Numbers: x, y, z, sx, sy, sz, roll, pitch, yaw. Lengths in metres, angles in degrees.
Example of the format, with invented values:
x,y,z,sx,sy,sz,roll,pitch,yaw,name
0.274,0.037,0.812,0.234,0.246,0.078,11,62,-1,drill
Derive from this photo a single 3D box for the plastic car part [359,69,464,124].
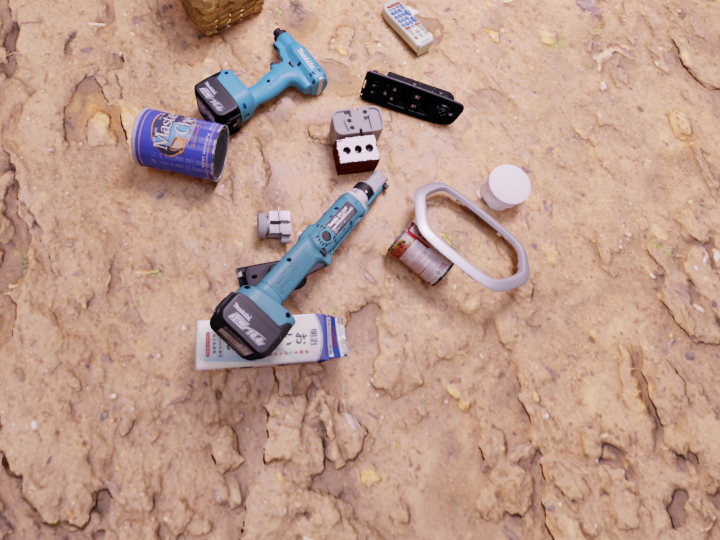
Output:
x,y,z,sx,sy,sz,roll,pitch,yaw,name
0.105,-0.350,0.850,0.204,0.065,0.067,22,48,2,plastic car part

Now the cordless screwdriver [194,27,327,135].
x,y,z,sx,sy,sz,roll,pitch,yaw,name
-0.204,-0.374,0.822,0.245,0.074,0.162,-33,80,-17,cordless screwdriver

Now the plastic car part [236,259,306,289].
x,y,z,sx,sy,sz,roll,pitch,yaw,name
-0.150,0.009,0.713,0.115,0.070,0.067,-14,78,-7,plastic car part

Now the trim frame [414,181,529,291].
x,y,z,sx,sy,sz,roll,pitch,yaw,name
0.196,-0.064,0.750,0.251,0.027,0.182,37,51,5,trim frame

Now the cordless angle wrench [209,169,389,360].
x,y,z,sx,sy,sz,roll,pitch,yaw,name
-0.067,-0.044,0.690,0.096,0.076,0.420,44,56,-9,cordless angle wrench
